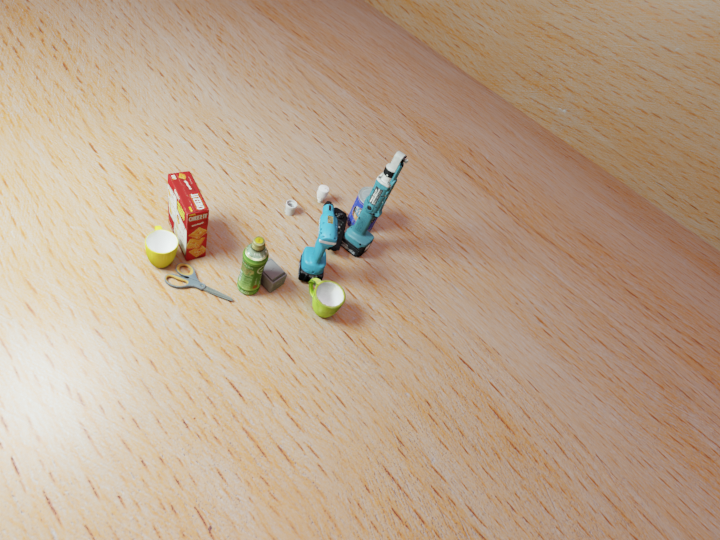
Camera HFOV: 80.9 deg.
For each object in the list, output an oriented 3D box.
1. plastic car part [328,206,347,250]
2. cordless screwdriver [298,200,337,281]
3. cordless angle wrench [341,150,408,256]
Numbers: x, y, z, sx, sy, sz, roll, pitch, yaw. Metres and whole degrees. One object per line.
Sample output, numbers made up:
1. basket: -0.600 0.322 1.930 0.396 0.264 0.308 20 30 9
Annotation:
1. plastic car part: -0.091 -0.137 1.463 0.066 0.066 0.206 19 48 -7
2. cordless screwdriver: -0.126 -0.082 1.285 0.073 0.247 0.164 11 50 -15
3. cordless angle wrench: 0.043 -0.206 1.330 0.100 0.420 0.073 41 49 10
